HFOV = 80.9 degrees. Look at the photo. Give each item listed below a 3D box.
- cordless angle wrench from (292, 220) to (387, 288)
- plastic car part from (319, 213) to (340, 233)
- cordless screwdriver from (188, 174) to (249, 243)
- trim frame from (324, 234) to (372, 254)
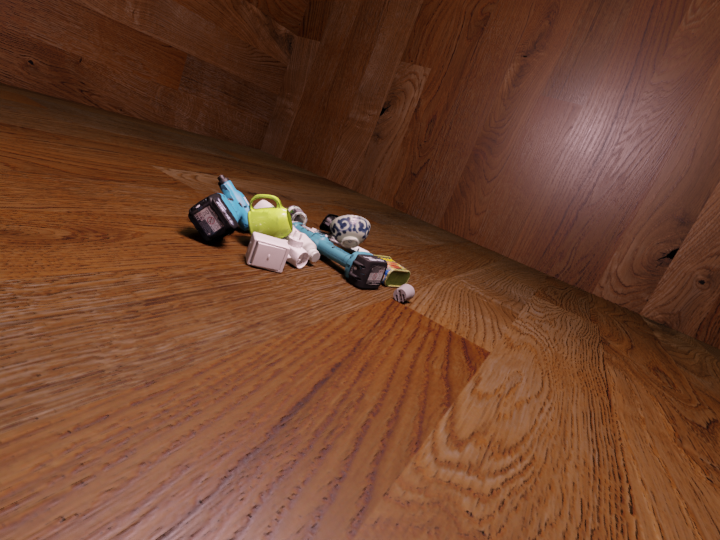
[{"bbox_3d":[-0.114,-0.075,1.166,0.448,0.074,0.093,30,17,39],"label":"cordless angle wrench"},{"bbox_3d":[-0.086,-0.145,1.413,0.069,0.066,0.197,46,9,11],"label":"plastic car part"},{"bbox_3d":[-0.333,-0.157,1.023,0.157,0.075,0.250,58,10,-9],"label":"cordless screwdriver"},{"bbox_3d":[-0.033,-0.056,1.284,0.259,0.027,0.177,25,14,22],"label":"trim frame"}]
